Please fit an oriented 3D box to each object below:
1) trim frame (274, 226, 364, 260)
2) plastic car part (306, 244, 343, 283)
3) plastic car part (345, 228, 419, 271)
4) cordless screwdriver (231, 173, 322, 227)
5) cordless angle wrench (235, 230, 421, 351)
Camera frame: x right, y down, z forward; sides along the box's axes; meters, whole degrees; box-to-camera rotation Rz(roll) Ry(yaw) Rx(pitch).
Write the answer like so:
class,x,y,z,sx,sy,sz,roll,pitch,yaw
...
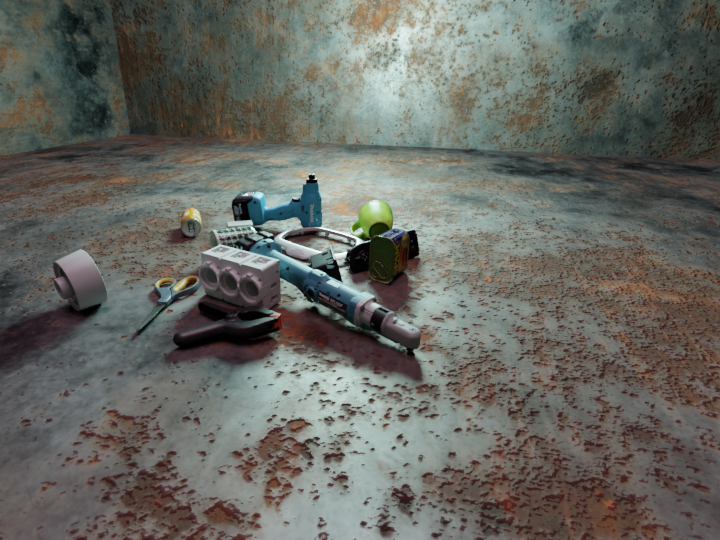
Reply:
class,x,y,z,sx,sy,sz,roll,pitch,yaw
trim frame,-0.105,-0.069,1.076,0.262,0.027,0.178,19,29,32
plastic car part,-0.081,-0.007,0.908,0.070,0.064,0.120,-17,23,-5
plastic car part,0.045,-0.048,0.989,0.196,0.065,0.071,-18,20,-35
cordless screwdriver,-0.233,-0.192,1.190,0.251,0.155,0.075,0,22,4
cordless angle wrench,-0.075,0.033,0.779,0.447,0.095,0.072,24,34,36
